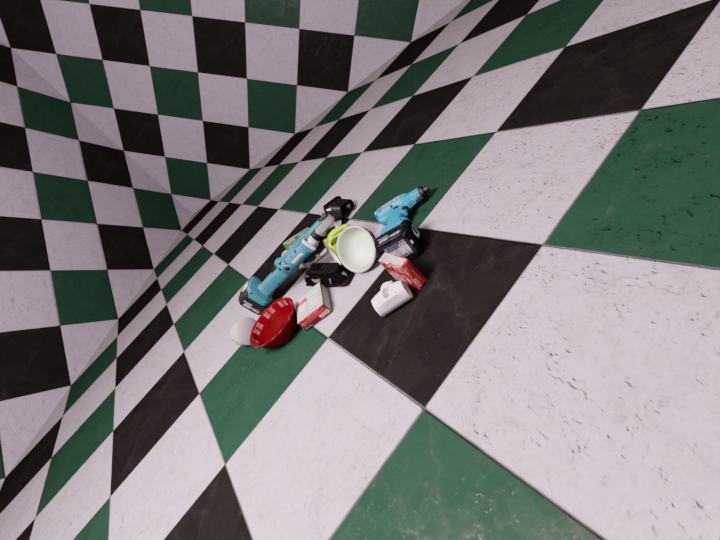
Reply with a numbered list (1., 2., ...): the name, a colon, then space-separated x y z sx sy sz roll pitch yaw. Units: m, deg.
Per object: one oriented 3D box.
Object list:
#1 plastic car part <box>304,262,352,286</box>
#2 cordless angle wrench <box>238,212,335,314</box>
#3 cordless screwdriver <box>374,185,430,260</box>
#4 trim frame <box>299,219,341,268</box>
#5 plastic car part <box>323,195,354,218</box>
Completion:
1. plastic car part: -0.097 0.005 1.177 0.213 0.064 0.066 4 45 52
2. cordless angle wrench: -0.211 -0.021 1.234 0.428 0.095 0.076 -42 23 31
3. cordless screwdriver: 0.112 -0.125 1.065 0.162 0.071 0.254 -32 26 22
4. trim frame: -0.133 -0.087 1.355 0.188 0.026 0.251 -28 24 25
5. plastic car part: -0.062 -0.210 1.410 0.074 0.064 0.115 6 35 35
